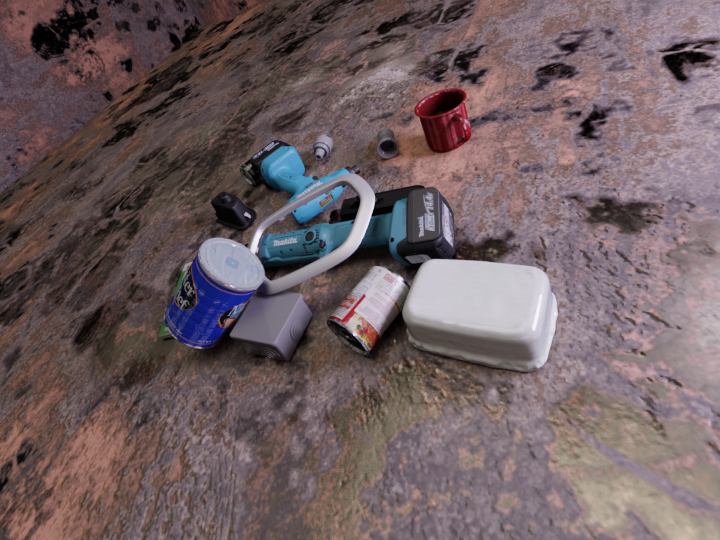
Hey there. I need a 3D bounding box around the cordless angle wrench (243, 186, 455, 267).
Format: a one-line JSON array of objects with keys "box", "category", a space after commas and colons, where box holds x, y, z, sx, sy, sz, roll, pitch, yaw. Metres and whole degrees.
[{"box": [-0.068, -0.044, 0.695, 0.440, 0.070, 0.100, -7, 67, 30], "category": "cordless angle wrench"}]

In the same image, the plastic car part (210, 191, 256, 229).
[{"box": [-0.280, -0.137, 0.911, 0.123, 0.067, 0.065, 20, 62, 44], "category": "plastic car part"}]

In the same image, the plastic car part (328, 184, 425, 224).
[{"box": [0.033, -0.103, 0.706, 0.210, 0.064, 0.067, -4, 40, 23], "category": "plastic car part"}]

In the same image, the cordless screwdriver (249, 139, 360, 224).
[{"box": [-0.122, -0.203, 0.884, 0.158, 0.070, 0.263, -37, 45, -8], "category": "cordless screwdriver"}]

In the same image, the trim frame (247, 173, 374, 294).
[{"box": [-0.086, -0.060, 0.658, 0.253, 0.026, 0.191, -28, 49, 22], "category": "trim frame"}]
